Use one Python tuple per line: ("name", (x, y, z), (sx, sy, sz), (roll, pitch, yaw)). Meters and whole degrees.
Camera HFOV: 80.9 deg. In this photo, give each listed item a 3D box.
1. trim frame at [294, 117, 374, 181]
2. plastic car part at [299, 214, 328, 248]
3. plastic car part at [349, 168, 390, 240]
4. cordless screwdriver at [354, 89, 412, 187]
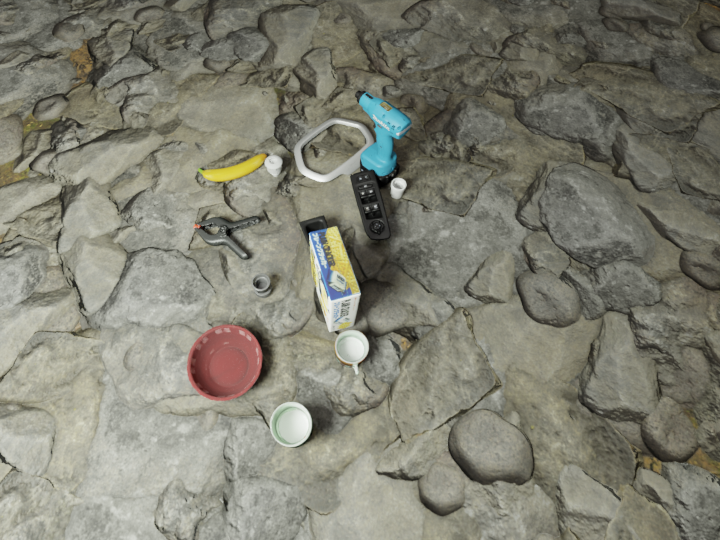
("trim frame", (-0.076, -0.349, 1.214), (0.246, 0.027, 0.191), (-42, 70, -18))
("plastic car part", (-0.103, -0.067, 1.049), (0.065, 0.069, 0.121), (-17, 65, -10))
("plastic car part", (0.025, -0.160, 1.096), (0.066, 0.065, 0.210), (-11, 64, -7))
("cordless screwdriver", (0.041, -0.336, 1.085), (0.073, 0.243, 0.165), (-39, 73, -19))
